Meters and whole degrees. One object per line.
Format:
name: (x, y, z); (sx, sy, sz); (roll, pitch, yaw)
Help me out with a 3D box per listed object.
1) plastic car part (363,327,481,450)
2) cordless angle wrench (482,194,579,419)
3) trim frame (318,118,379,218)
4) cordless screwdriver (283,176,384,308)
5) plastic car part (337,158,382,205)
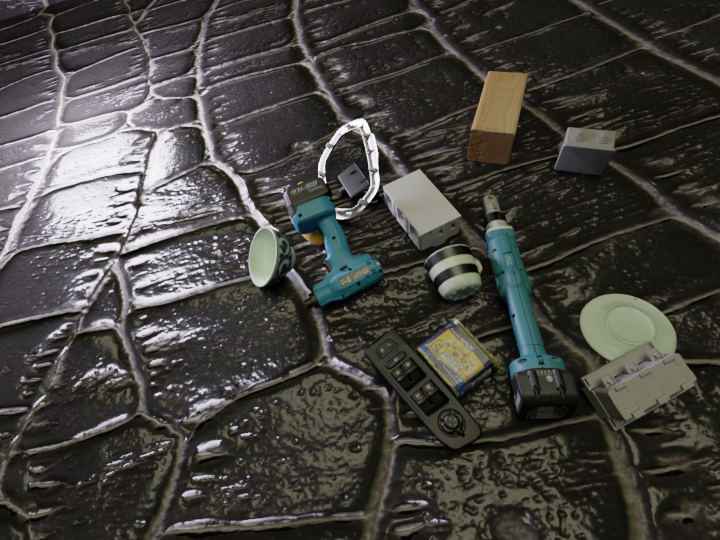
plastic car part: (0.092, 0.189, 0.656); (0.065, 0.064, 0.214); (-32, 52, -19)
cordless angle wrench: (0.259, 0.025, 0.721); (0.076, 0.093, 0.435); (-7, 52, 9)
trim frame: (-0.030, -0.224, 0.928); (0.189, 0.026, 0.256); (-29, 54, 35)
cordless screwdriver: (-0.082, -0.054, 0.837); (0.158, 0.072, 0.257); (-28, 70, -7)
plastic car part: (-0.012, -0.188, 0.948); (0.071, 0.062, 0.123); (-36, 52, 4)
